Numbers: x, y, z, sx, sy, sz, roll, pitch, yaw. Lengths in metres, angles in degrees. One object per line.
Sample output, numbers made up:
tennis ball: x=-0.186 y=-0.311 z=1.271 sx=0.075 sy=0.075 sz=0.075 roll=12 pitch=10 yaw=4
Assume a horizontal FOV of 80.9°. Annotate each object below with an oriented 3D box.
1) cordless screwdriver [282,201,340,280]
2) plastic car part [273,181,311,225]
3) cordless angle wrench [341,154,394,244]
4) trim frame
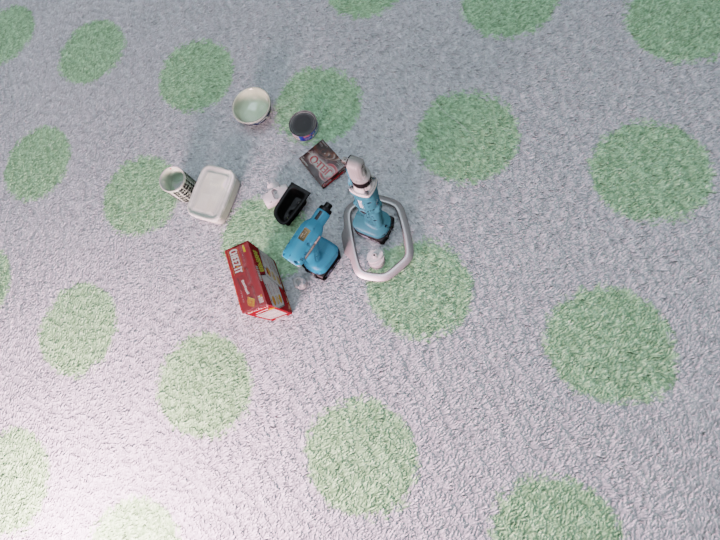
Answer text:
cordless screwdriver: x=-0.102 y=-0.066 z=1.039 sx=0.076 sy=0.241 sz=0.159 roll=32 pitch=84 yaw=12
plastic car part: x=-0.191 y=-0.174 z=1.175 sx=0.068 sy=0.069 sz=0.116 roll=31 pitch=84 yaw=14
cordless angle wrench: x=0.016 y=-0.154 z=0.947 sx=0.101 sy=0.411 sz=0.074 roll=24 pitch=83 yaw=11
trim frame: x=0.040 y=-0.091 z=1.128 sx=0.186 sy=0.026 sz=0.254 roll=-13 pitch=74 yaw=8
